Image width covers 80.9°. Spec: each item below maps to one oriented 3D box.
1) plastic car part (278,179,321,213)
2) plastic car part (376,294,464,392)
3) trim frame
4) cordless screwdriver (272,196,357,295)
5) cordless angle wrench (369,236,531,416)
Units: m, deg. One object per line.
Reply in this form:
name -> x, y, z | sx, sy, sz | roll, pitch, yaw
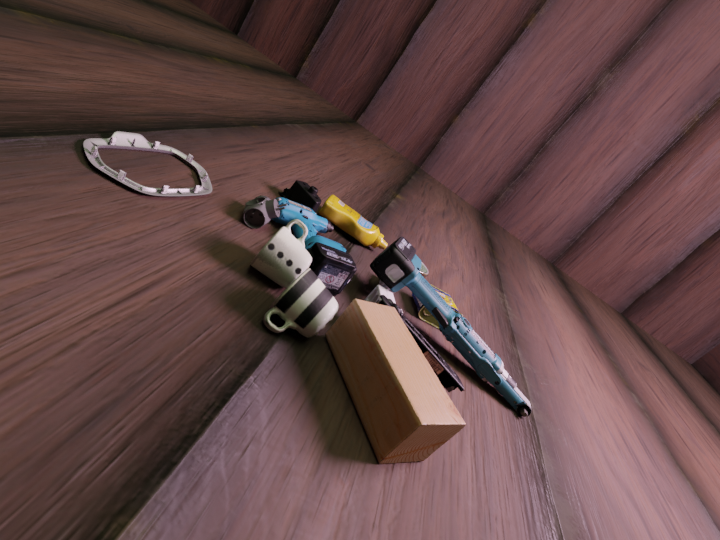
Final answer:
plastic car part -> -0.132, -0.175, 1.018 | 0.063, 0.071, 0.122 | 2, 38, -51
plastic car part -> 0.087, 0.127, 0.722 | 0.203, 0.068, 0.065 | 52, 15, 1
trim frame -> -0.381, -0.197, 0.784 | 0.190, 0.027, 0.241 | 41, 26, 15
cordless screwdriver -> -0.084, -0.055, 0.856 | 0.151, 0.074, 0.262 | 17, 26, -37
cordless angle wrench -> 0.191, 0.118, 0.848 | 0.426, 0.075, 0.096 | 49, 25, 3
